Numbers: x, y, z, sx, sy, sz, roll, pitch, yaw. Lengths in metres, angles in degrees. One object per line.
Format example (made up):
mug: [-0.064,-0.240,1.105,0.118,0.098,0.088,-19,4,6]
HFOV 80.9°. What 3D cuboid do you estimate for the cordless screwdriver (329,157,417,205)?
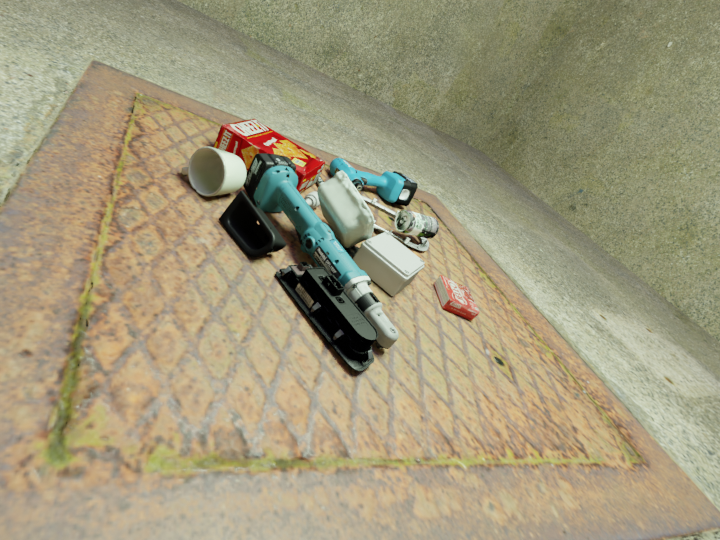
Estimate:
cordless screwdriver: [0.046,-0.236,1.161,0.238,0.074,0.168,9,27,-30]

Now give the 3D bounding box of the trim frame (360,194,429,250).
trim frame: [0.068,-0.125,1.062,0.244,0.027,0.188,27,28,-11]

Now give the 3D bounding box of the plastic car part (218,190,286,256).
plastic car part: [-0.168,-0.066,0.700,0.121,0.066,0.068,48,16,22]

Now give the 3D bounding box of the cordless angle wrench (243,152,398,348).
cordless angle wrench: [-0.071,-0.046,0.726,0.071,0.098,0.443,-4,47,-45]

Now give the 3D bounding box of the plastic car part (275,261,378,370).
plastic car part: [-0.041,0.053,0.622,0.063,0.067,0.213,7,38,-52]
